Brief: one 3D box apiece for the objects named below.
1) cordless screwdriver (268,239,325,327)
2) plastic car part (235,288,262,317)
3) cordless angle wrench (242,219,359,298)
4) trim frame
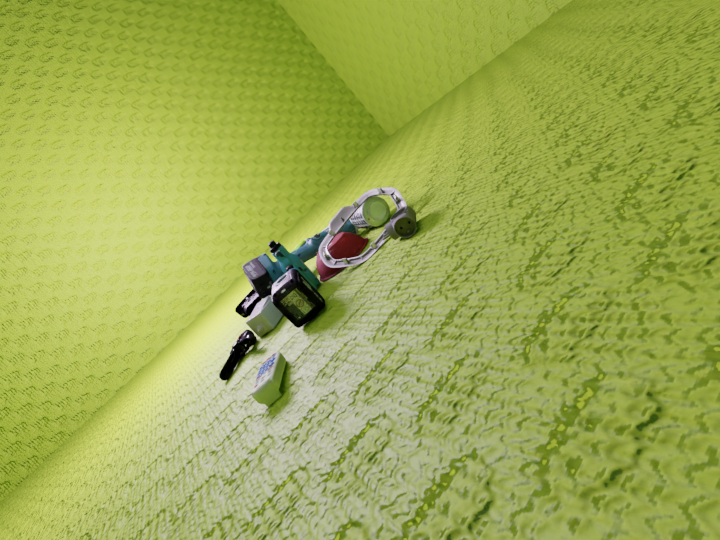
[{"bbox_3d":[-0.153,0.015,0.929,0.074,0.156,0.254,-41,14,4],"label":"cordless screwdriver"},{"bbox_3d":[-0.315,0.080,1.375,0.201,0.063,0.071,-44,37,-16],"label":"plastic car part"},{"bbox_3d":[-0.112,-0.074,1.150,0.417,0.071,0.104,-32,42,-15],"label":"cordless angle wrench"},{"bbox_3d":[0.001,-0.105,0.986,0.248,0.026,0.195,-52,41,-10],"label":"trim frame"}]
